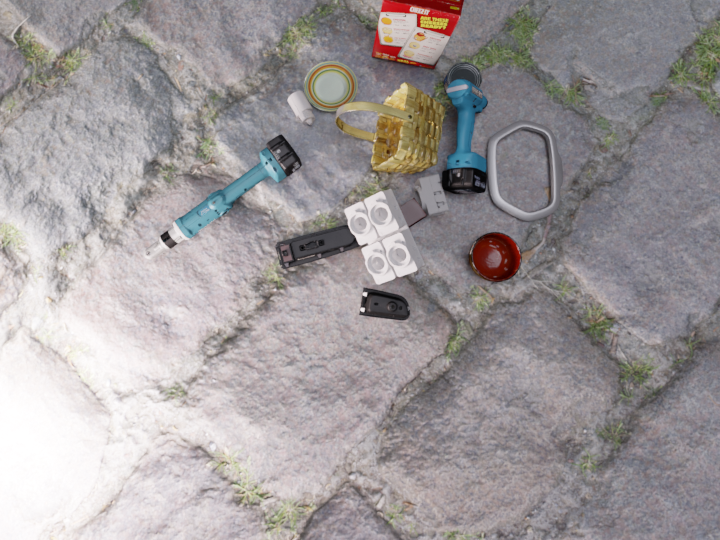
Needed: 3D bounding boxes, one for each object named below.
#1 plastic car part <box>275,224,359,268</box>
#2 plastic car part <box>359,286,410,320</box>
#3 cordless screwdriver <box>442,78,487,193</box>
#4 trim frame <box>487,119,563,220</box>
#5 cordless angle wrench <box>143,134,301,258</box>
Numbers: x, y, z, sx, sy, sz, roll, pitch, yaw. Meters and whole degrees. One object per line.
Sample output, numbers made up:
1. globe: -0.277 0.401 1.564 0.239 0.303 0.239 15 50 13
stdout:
1. plastic car part: -0.096 -0.063 0.984 0.202 0.066 0.067 -15 79 -4
2. plastic car part: 0.060 0.080 0.958 0.117 0.070 0.066 9 86 3
3. cordless screwdriver: 0.255 -0.304 0.985 0.078 0.152 0.248 2 93 39
4. trim frame: 0.397 -0.240 1.014 0.185 0.027 0.251 -1 81 1
5. cordless angle wrench: -0.329 -0.156 0.984 0.423 0.098 0.074 -36 91 0
